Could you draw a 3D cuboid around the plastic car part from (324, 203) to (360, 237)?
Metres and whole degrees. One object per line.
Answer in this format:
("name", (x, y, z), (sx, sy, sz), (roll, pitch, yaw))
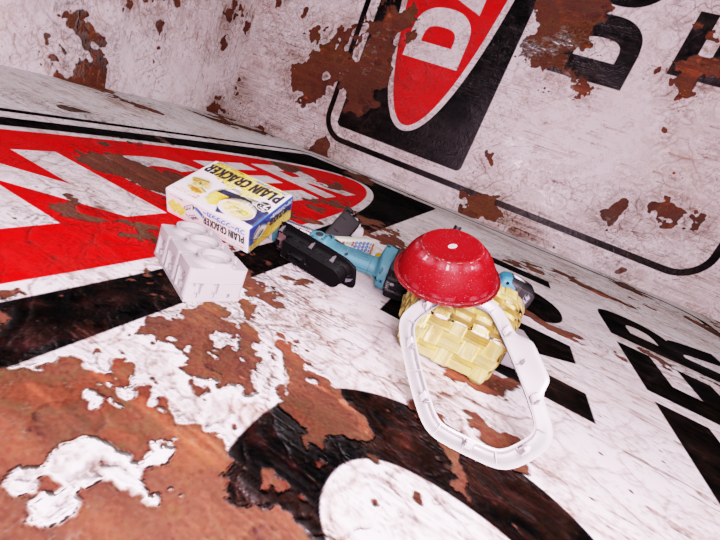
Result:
("plastic car part", (-0.044, -0.100, 1.083), (0.071, 0.116, 0.066), (35, -24, 2))

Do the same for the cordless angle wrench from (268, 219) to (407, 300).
("cordless angle wrench", (-0.091, -0.059, 0.926), (0.435, 0.072, 0.097), (21, 40, 15))

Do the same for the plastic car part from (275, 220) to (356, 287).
("plastic car part", (-0.098, -0.026, 0.849), (0.211, 0.065, 0.065), (28, 28, 21))

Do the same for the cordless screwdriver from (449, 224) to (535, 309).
("cordless screwdriver", (0.296, 0.004, 1.030), (0.255, 0.158, 0.073), (27, 18, 11))

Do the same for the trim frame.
("trim frame", (0.150, 0.126, 0.559), (0.182, 0.027, 0.258), (-2, 49, -8))
